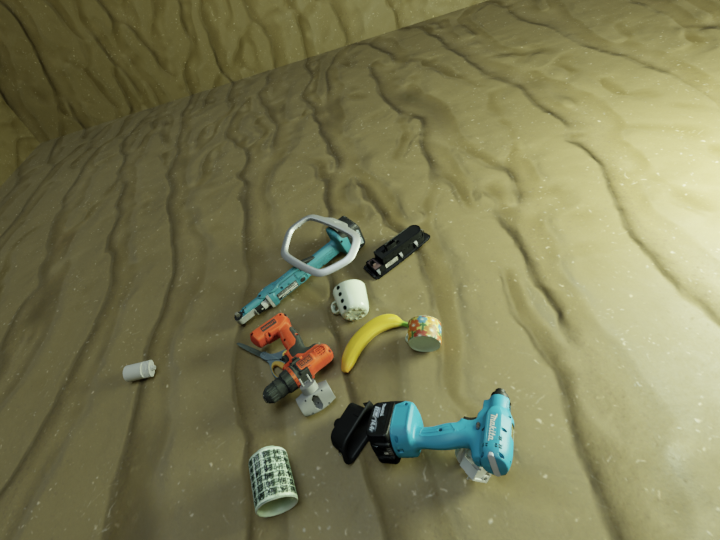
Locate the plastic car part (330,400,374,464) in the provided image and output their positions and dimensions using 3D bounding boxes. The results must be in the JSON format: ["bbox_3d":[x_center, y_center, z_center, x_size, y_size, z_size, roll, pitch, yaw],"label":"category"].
[{"bbox_3d":[-0.020,0.315,0.851,0.075,0.063,0.116,14,56,50],"label":"plastic car part"}]

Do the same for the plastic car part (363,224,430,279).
[{"bbox_3d":[0.098,-0.063,1.159,0.200,0.064,0.070,-33,38,-14],"label":"plastic car part"}]

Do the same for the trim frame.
[{"bbox_3d":[-0.113,-0.074,1.152,0.263,0.026,0.183,24,69,37],"label":"trim frame"}]

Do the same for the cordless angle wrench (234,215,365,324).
[{"bbox_3d":[-0.174,0.010,1.184,0.420,0.093,0.079,-39,47,-11],"label":"cordless angle wrench"}]

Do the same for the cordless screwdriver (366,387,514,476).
[{"bbox_3d":[0.145,0.277,0.767,0.258,0.072,0.158,-10,26,30],"label":"cordless screwdriver"}]
